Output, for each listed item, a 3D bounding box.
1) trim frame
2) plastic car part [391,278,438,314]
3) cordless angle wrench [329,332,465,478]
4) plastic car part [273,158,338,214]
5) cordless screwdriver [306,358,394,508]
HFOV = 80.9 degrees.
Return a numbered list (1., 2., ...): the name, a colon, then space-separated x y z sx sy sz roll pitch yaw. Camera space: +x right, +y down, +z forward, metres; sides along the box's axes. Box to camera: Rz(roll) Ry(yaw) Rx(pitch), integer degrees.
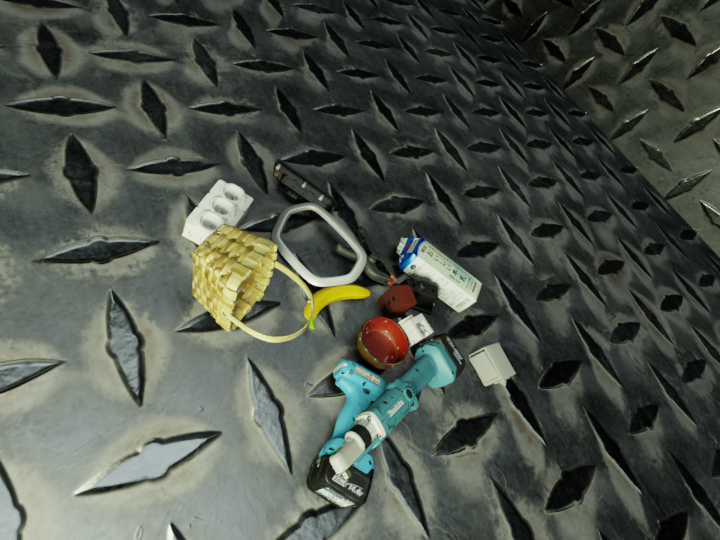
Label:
1. trim frame: -0.098 -0.064 1.004 0.181 0.027 0.257 -37 69 -25
2. plastic car part: 0.144 0.053 1.045 0.113 0.071 0.068 19 50 -20
3. cordless angle wrench: 0.076 0.243 0.807 0.409 0.076 0.099 -25 80 -51
4. plastic car part: -0.146 -0.203 1.087 0.202 0.066 0.067 31 63 -3
5. cordless screwdriver: 0.002 0.303 0.789 0.156 0.075 0.252 29 44 -12
